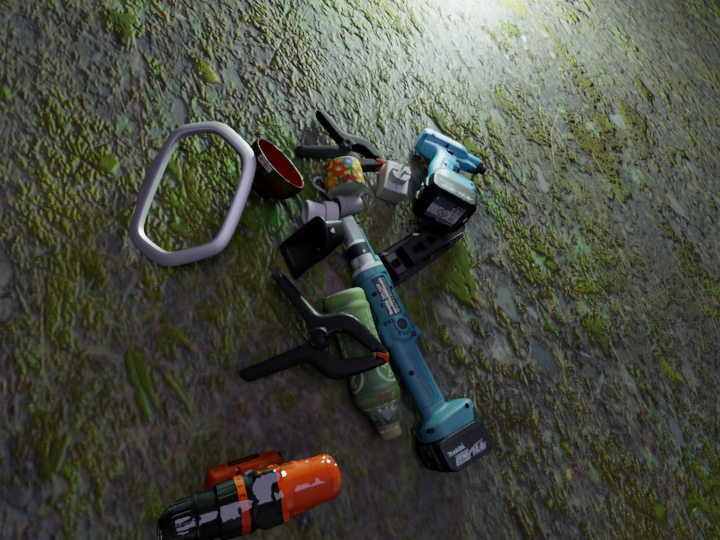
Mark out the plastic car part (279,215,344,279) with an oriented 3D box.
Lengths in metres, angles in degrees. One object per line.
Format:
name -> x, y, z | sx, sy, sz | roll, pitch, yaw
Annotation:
plastic car part -> -0.067, -0.044, 0.688 | 0.068, 0.119, 0.067 | -14, 74, -49

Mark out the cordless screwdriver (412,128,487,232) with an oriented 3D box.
cordless screwdriver -> 0.179, -0.173, 0.808 | 0.157, 0.074, 0.253 | 22, 42, -10

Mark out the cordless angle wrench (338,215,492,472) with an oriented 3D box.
cordless angle wrench -> 0.058, 0.094, 0.686 | 0.095, 0.074, 0.435 | -18, 72, -25

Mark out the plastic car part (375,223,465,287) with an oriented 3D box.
plastic car part -> 0.120, -0.051, 0.776 | 0.198, 0.067, 0.068 | -30, 74, -30

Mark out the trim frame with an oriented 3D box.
trim frame -> -0.264, -0.124, 0.663 | 0.187, 0.027, 0.250 | 13, 78, 9
